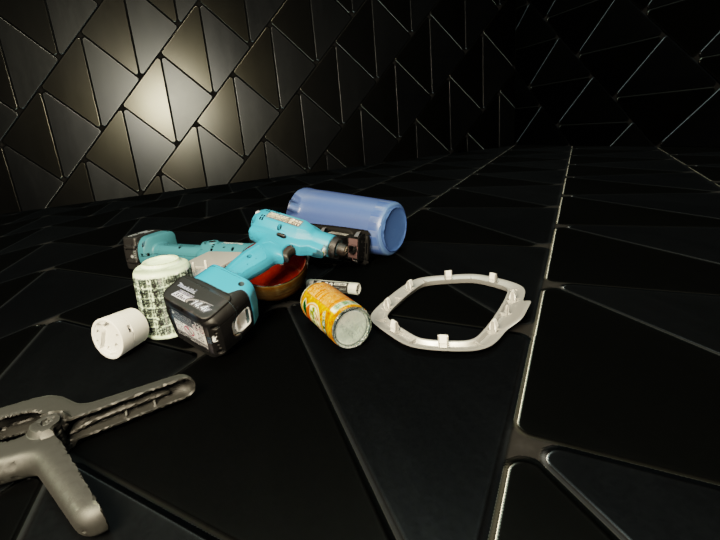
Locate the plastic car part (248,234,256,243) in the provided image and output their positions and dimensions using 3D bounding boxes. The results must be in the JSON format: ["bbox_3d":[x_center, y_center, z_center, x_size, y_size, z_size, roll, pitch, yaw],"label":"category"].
[{"bbox_3d":[-0.189,-0.071,0.967,0.075,0.064,0.113,26,37,34],"label":"plastic car part"}]

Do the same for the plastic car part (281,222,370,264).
[{"bbox_3d":[-0.081,-0.053,0.833,0.214,0.065,0.065,13,26,37],"label":"plastic car part"}]

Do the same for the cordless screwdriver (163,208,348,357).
[{"bbox_3d":[-0.133,0.006,0.582,0.165,0.072,0.247,16,43,20],"label":"cordless screwdriver"}]

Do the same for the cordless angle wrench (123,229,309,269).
[{"bbox_3d":[-0.304,-0.035,0.877,0.438,0.073,0.096,4,18,22],"label":"cordless angle wrench"}]

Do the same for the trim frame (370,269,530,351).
[{"bbox_3d":[0.124,0.044,0.569,0.193,0.027,0.241,8,22,33],"label":"trim frame"}]
